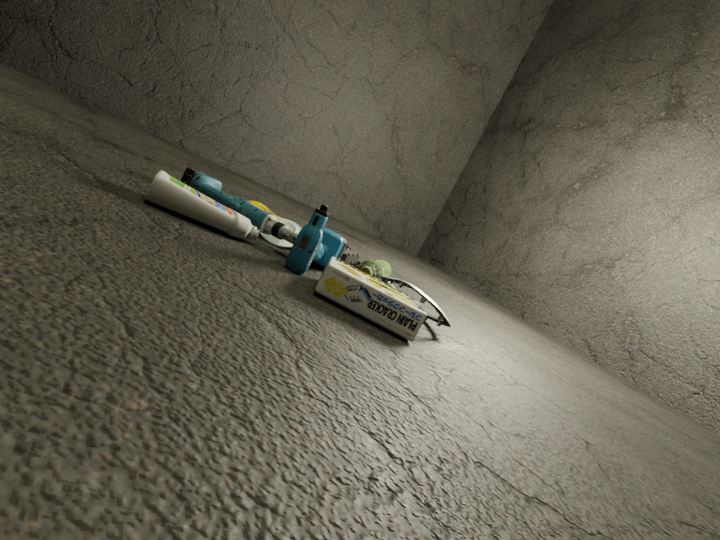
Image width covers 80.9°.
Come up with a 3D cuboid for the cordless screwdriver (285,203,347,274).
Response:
[{"bbox_3d":[-0.092,-0.073,1.020,0.076,0.159,0.243,27,6,10],"label":"cordless screwdriver"}]

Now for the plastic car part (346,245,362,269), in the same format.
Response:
[{"bbox_3d":[-0.074,-0.058,1.338,0.213,0.067,0.063,28,14,26],"label":"plastic car part"}]

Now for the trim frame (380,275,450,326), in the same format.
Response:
[{"bbox_3d":[0.128,0.072,1.049,0.180,0.027,0.255,45,-7,-14],"label":"trim frame"}]

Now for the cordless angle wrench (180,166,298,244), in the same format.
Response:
[{"bbox_3d":[-0.314,-0.161,1.111,0.444,0.074,0.093,29,8,27],"label":"cordless angle wrench"}]
